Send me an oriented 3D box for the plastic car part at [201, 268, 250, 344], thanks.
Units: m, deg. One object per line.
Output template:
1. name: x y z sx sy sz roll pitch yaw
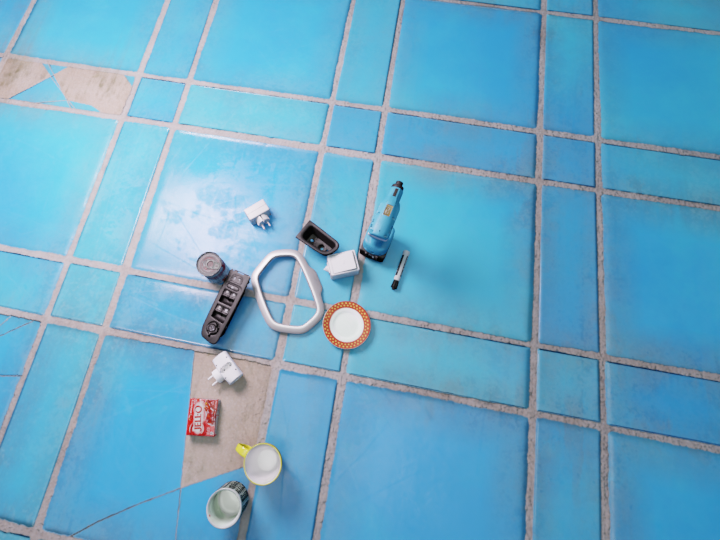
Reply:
1. plastic car part: -0.366 0.100 1.150 0.067 0.066 0.204 23 74 5

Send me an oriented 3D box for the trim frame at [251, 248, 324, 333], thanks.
1. trim frame: -0.200 0.057 1.180 0.183 0.027 0.255 -23 73 -6

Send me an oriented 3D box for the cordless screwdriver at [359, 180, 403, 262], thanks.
1. cordless screwdriver: 0.061 -0.123 1.118 0.075 0.245 0.160 22 75 2

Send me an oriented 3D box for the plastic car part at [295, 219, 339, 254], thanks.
1. plastic car part: -0.117 -0.077 1.199 0.119 0.069 0.066 36 76 10
